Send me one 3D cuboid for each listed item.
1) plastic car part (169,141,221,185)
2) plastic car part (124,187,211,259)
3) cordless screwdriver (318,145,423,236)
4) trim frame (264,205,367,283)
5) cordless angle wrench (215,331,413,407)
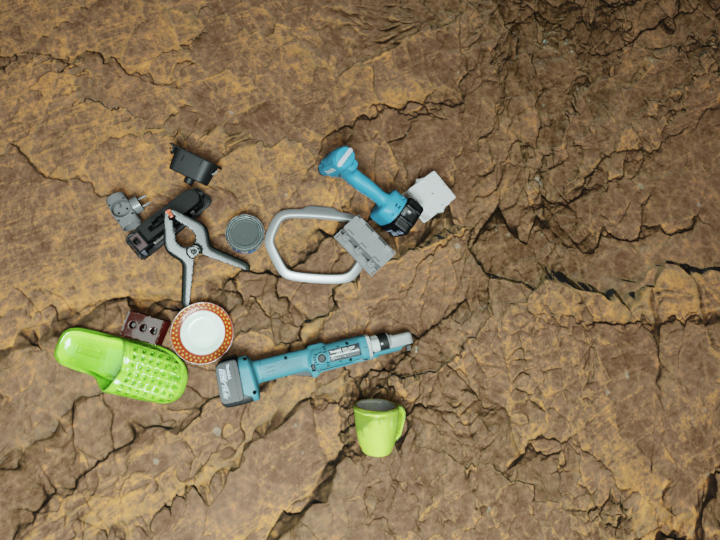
[{"bbox_3d":[-0.385,-0.232,0.961,0.116,0.066,0.071,29,92,-5],"label":"plastic car part"},{"bbox_3d":[-0.423,-0.116,0.928,0.201,0.066,0.068,-42,81,-16],"label":"plastic car part"},{"bbox_3d":[0.012,-0.179,0.965,0.242,0.164,0.074,39,79,-16],"label":"cordless screwdriver"},{"bbox_3d":[-0.095,-0.062,0.970,0.247,0.027,0.186,2,79,-4],"label":"trim frame"},{"bbox_3d":[-0.087,0.187,0.896,0.416,0.074,0.099,-12,81,-11],"label":"cordless angle wrench"}]
